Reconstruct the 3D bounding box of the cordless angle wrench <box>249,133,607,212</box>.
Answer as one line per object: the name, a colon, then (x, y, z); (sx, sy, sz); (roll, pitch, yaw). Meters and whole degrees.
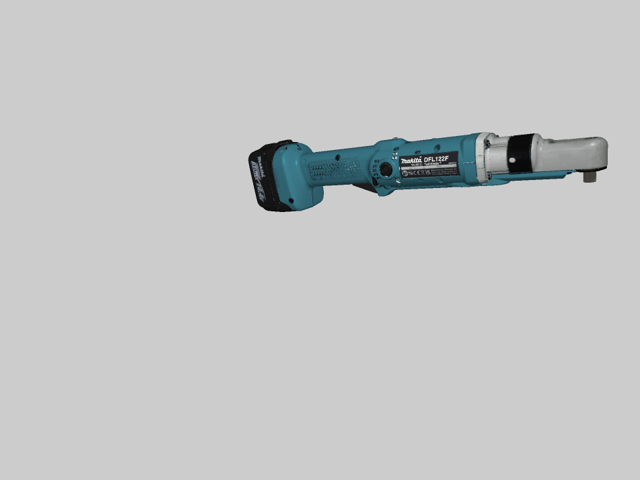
cordless angle wrench: (0.089, -0.088, 0.508); (0.423, 0.098, 0.074); (3, 21, 38)
